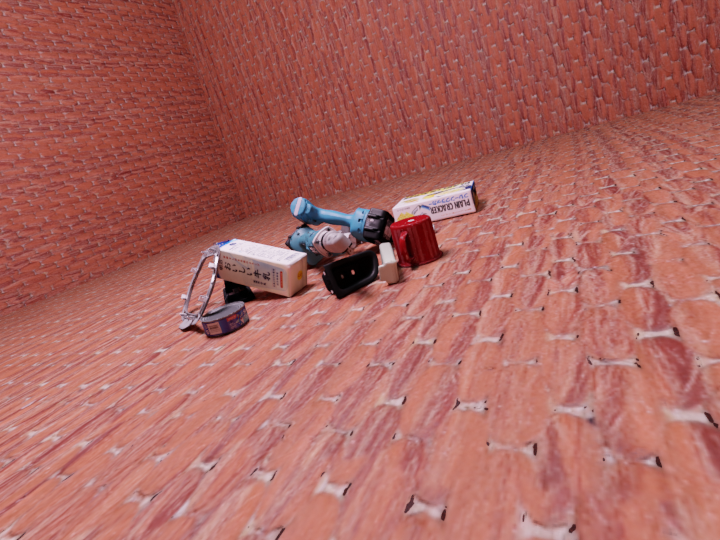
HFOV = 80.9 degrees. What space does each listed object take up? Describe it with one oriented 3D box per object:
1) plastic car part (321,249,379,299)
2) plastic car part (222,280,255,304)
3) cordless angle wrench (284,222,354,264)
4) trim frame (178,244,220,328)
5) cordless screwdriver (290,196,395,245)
[{"bbox_3d":[-0.025,0.008,0.803,0.113,0.066,0.073,-23,-1,-34],"label":"plastic car part"},{"bbox_3d":[-0.305,0.035,1.014,0.065,0.066,0.209,-28,14,-14],"label":"plastic car part"},{"bbox_3d":[-0.088,-0.058,0.902,0.074,0.096,0.432,-48,13,-9],"label":"cordless angle wrench"},{"bbox_3d":[-0.345,0.034,0.897,0.026,0.185,0.258,20,-13,-30],"label":"trim frame"},{"bbox_3d":[-0.042,-0.122,1.069,0.258,0.074,0.153,14,-5,19],"label":"cordless screwdriver"}]
